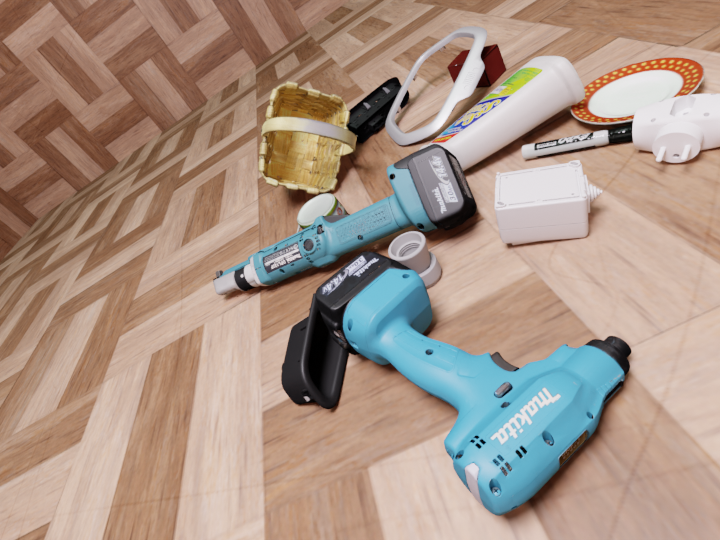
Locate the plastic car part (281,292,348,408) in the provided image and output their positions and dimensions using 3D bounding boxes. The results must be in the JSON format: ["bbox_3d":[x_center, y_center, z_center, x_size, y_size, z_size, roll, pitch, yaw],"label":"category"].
[{"bbox_3d":[-0.058,0.097,0.476,0.073,0.063,0.119,-28,36,39],"label":"plastic car part"}]

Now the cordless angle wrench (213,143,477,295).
[{"bbox_3d":[-0.059,-0.038,0.601,0.434,0.099,0.071,-22,-10,28],"label":"cordless angle wrench"}]

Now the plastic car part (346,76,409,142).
[{"bbox_3d":[0.027,-0.322,0.867,0.202,0.063,0.071,-46,45,-13],"label":"plastic car part"}]

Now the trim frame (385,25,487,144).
[{"bbox_3d":[0.133,-0.333,0.764,0.194,0.026,0.249,19,79,54],"label":"trim frame"}]

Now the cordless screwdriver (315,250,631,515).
[{"bbox_3d":[0.079,0.059,0.378,0.157,0.071,0.263,-36,40,-16],"label":"cordless screwdriver"}]
